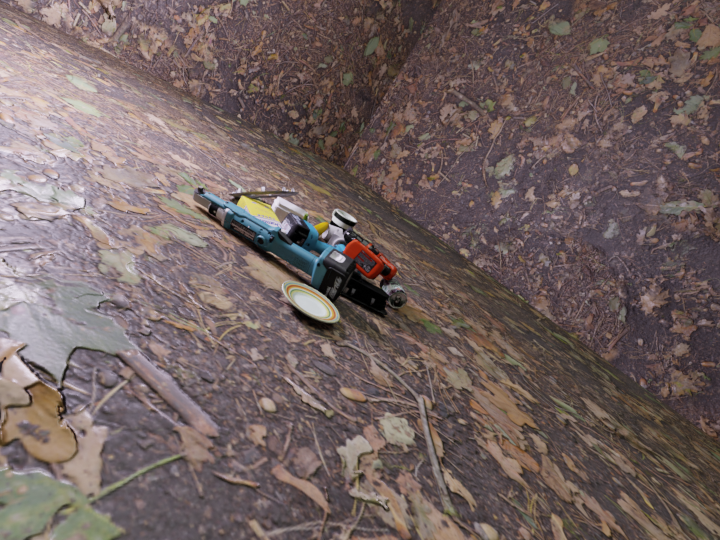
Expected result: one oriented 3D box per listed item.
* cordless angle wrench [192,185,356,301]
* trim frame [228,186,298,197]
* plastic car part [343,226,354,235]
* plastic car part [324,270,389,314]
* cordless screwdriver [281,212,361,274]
[{"bbox_3d":[-0.215,-0.078,0.973,0.432,0.097,0.073,30,33,11],"label":"cordless angle wrench"},{"bbox_3d":[-0.288,-0.232,1.263,0.189,0.027,0.245,-2,9,14],"label":"trim frame"},{"bbox_3d":[-0.019,-0.082,1.411,0.067,0.066,0.122,39,12,-38],"label":"plastic car part"},{"bbox_3d":[-0.012,0.040,1.037,0.199,0.067,0.067,32,8,-10],"label":"plastic car part"},{"bbox_3d":[-0.115,-0.075,1.173,0.237,0.074,0.167,28,15,-30],"label":"cordless screwdriver"}]
